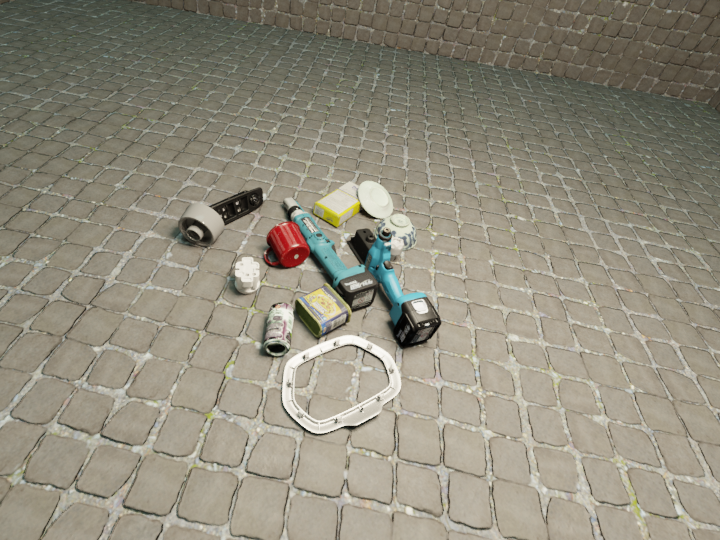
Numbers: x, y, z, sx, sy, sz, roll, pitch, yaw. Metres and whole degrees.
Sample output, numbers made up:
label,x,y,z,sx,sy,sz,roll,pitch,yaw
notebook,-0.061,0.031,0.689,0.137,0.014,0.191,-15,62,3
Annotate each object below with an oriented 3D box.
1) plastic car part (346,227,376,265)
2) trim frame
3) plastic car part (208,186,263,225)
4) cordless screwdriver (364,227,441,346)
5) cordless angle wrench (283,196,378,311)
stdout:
label,x,y,z,sx,sy,sz,roll,pitch,yaw
plastic car part,0.018,-0.068,1.108,0.064,0.069,0.123,-10,44,-21
trim frame,-0.036,0.214,0.829,0.241,0.027,0.194,-17,50,-28
plastic car part,-0.357,-0.176,1.174,0.071,0.064,0.198,15,38,44
cordless screwdriver,0.086,0.032,0.950,0.072,0.156,0.261,-10,48,-24
cordless angle wrench,-0.107,-0.070,1.093,0.095,0.072,0.446,-16,46,-26
